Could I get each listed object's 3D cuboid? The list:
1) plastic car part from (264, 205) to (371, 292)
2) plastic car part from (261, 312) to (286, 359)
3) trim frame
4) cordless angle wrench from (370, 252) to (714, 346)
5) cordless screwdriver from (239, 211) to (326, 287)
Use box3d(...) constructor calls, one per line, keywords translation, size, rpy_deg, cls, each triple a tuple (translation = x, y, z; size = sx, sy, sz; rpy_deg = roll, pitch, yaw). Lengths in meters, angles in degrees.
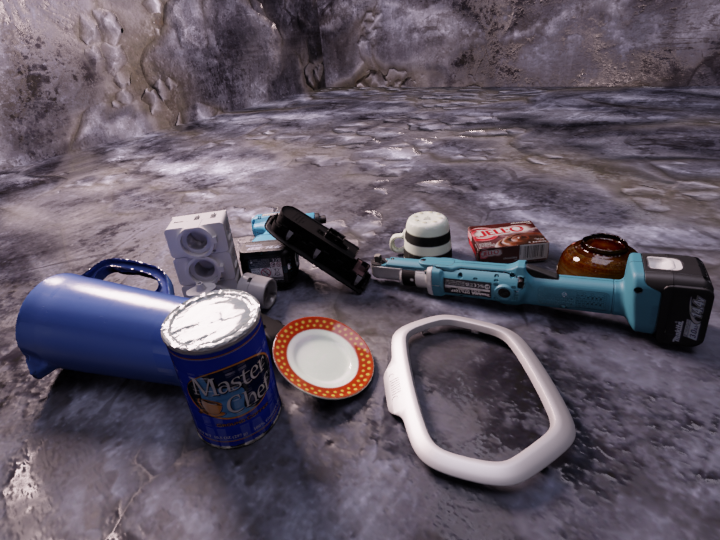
box3d(translation=(-0.069, -0.045, 0.704), size=(0.206, 0.066, 0.066), rpy_deg=(30, 42, 7), cls="plastic car part")
box3d(translation=(-0.144, 0.087, 0.592), size=(0.122, 0.065, 0.069), rpy_deg=(16, 22, 30), cls="plastic car part")
box3d(translation=(0.121, 0.129, 0.485), size=(0.185, 0.027, 0.256), rpy_deg=(-6, 32, 1), cls="trim frame")
box3d(translation=(0.211, 0.017, 0.604), size=(0.442, 0.095, 0.073), rpy_deg=(6, 31, 29), cls="cordless angle wrench")
box3d(translation=(-0.144, -0.057, 0.820), size=(0.159, 0.072, 0.256), rpy_deg=(-7, 26, -1), cls="cordless screwdriver")
